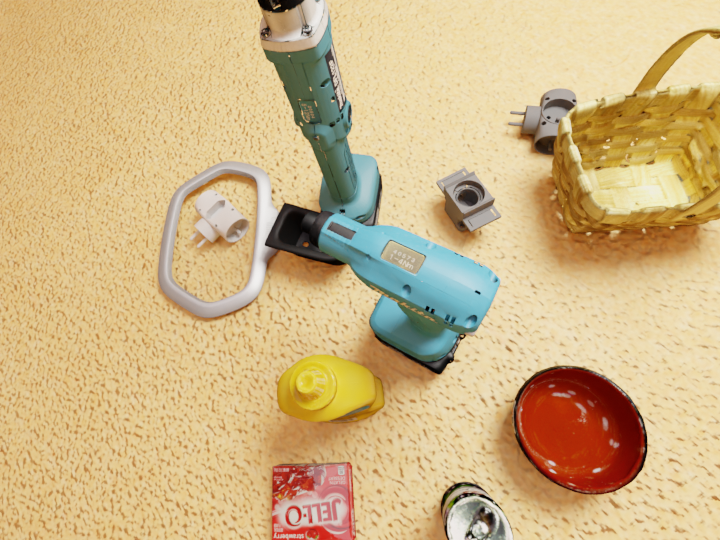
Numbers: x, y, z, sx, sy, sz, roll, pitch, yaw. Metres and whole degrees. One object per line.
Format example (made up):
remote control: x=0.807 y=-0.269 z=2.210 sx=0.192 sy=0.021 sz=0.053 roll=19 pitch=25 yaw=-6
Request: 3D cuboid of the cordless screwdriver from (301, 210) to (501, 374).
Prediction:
cordless screwdriver: x=0.036 y=0.025 z=0.418 sx=0.165 sy=0.239 sz=0.074 roll=27 pitch=76 yaw=18

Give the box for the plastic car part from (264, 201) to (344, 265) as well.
plastic car part: x=-0.055 y=-0.036 z=0.558 sx=0.121 sy=0.068 sz=0.066 roll=18 pitch=73 yaw=18

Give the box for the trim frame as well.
trim frame: x=-0.208 y=-0.053 z=0.624 sx=0.187 sy=0.026 sz=0.254 roll=-5 pitch=67 yaw=11

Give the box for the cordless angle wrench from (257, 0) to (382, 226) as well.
cordless angle wrench: x=-0.036 y=-0.154 z=0.415 sx=0.076 sy=0.407 sz=0.099 roll=6 pitch=71 yaw=11
